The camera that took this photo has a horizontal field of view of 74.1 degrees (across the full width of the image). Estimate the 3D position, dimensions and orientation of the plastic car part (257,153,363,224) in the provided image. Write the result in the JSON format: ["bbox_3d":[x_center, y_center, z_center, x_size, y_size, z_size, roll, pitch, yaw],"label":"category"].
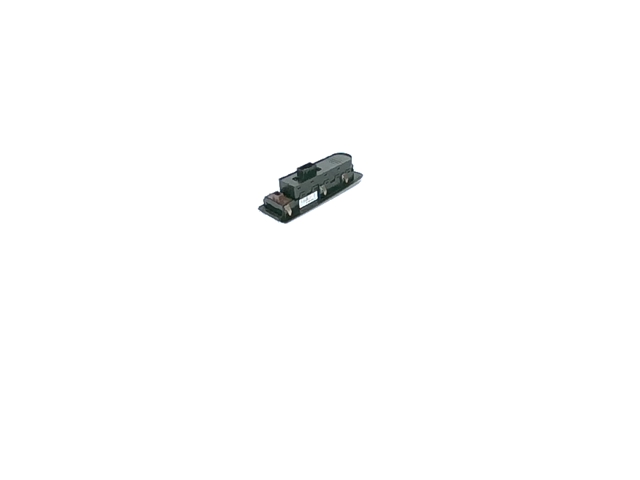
[{"bbox_3d":[-0.011,-0.099,0.711,0.201,0.067,0.067,-28,35,-35],"label":"plastic car part"}]
